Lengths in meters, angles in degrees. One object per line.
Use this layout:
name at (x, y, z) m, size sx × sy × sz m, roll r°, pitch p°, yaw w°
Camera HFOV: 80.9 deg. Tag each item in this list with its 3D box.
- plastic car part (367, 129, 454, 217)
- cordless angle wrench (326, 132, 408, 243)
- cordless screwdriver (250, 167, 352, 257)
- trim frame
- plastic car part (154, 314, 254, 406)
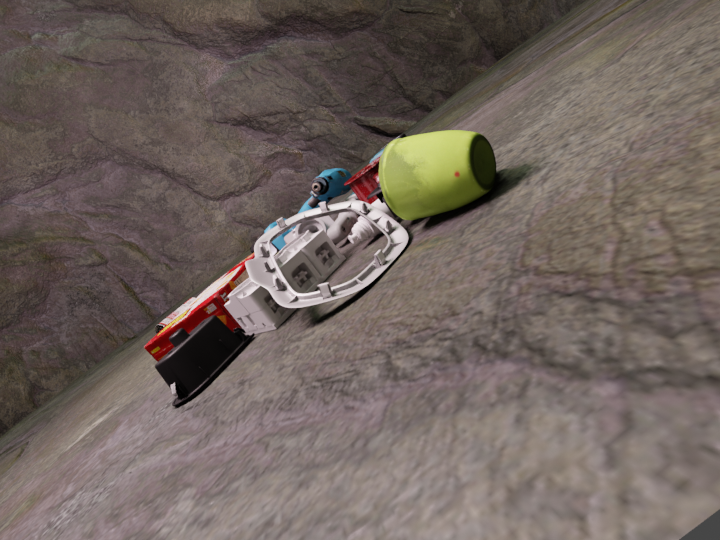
plastic car part at (0.076, -0.124, 0.564) m, size 0.069 × 0.066 × 0.199 m, roll -17°, pitch 16°, yaw 41°
cordless angle wrench at (0.027, -0.166, 0.839) m, size 0.100 × 0.073 × 0.422 m, roll -29°, pitch 18°, yaw 34°
cordless screwdriver at (-0.122, -0.100, 0.831) m, size 0.251 × 0.075 × 0.157 m, roll -44°, pitch -1°, yaw 23°
trim frame at (-0.050, -0.033, 0.516) m, size 0.183 × 0.026 × 0.261 m, roll -27°, pitch 32°, yaw -7°
plastic car part at (-0.201, 0.099, 0.522) m, size 0.068 × 0.070 × 0.115 m, roll -28°, pitch 12°, yaw 44°
